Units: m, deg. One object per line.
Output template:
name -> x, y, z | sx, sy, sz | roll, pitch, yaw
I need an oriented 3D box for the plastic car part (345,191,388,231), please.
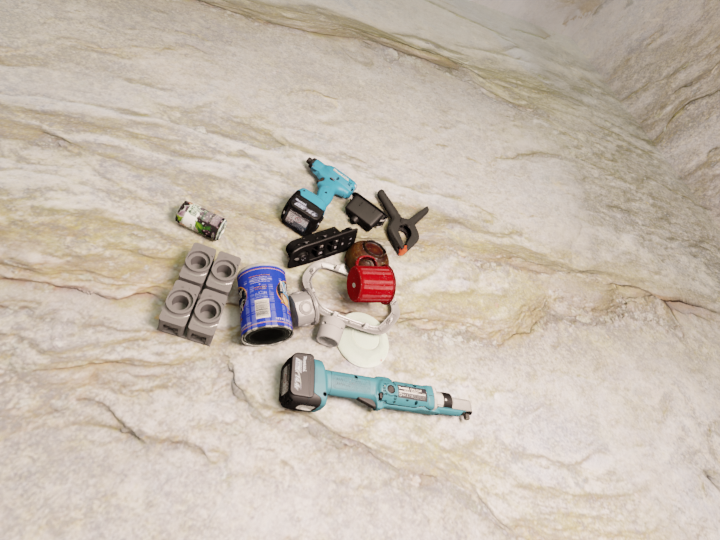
plastic car part -> 0.005, -0.149, 1.139 | 0.118, 0.065, 0.070 | 36, 64, 7

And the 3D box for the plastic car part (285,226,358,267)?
plastic car part -> -0.100, -0.066, 1.026 | 0.197, 0.065, 0.070 | -26, 62, -36

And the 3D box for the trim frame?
trim frame -> -0.018, 0.056, 0.983 | 0.245, 0.027, 0.188 | 19, 40, -8

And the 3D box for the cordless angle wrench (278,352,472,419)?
cordless angle wrench -> 0.048, 0.251, 0.859 | 0.410, 0.074, 0.101 | 14, 53, -18

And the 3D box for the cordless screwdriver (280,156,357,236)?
cordless screwdriver -> -0.125, -0.207, 1.112 | 0.160, 0.074, 0.247 | 35, 46, 2
